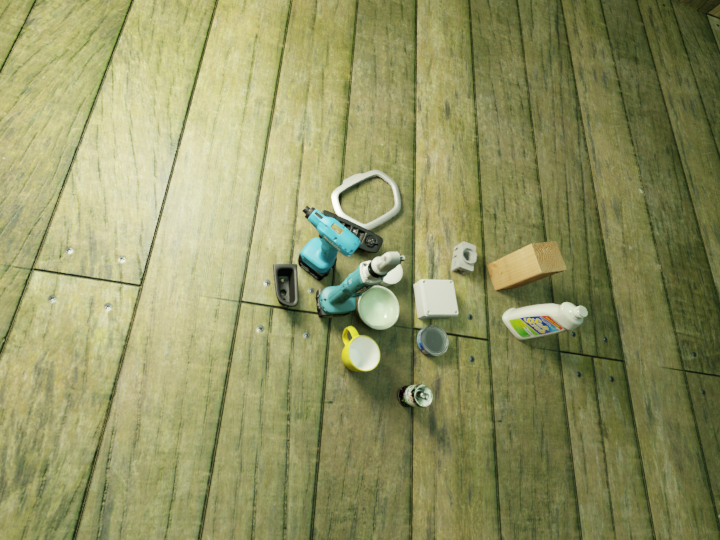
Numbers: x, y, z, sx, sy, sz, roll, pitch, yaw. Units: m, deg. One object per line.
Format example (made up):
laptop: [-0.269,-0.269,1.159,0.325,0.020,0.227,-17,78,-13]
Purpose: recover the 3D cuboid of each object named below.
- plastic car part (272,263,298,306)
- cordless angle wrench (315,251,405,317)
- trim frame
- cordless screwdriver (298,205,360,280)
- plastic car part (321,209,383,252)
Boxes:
plastic car part: [-0.202,0.047,1.128,0.064,0.071,0.119,0,71,-19]
cordless angle wrench: [-0.010,0.034,0.992,0.095,0.426,0.076,-2,74,-21]
trim frame: [0.022,-0.224,1.321,0.244,0.027,0.187,-33,81,-24]
cordless screwdriver: [-0.108,-0.070,1.101,0.159,0.251,0.074,41,64,-3]
plastic car part: [-0.034,-0.102,1.236,0.200,0.067,0.067,21,66,-8]
